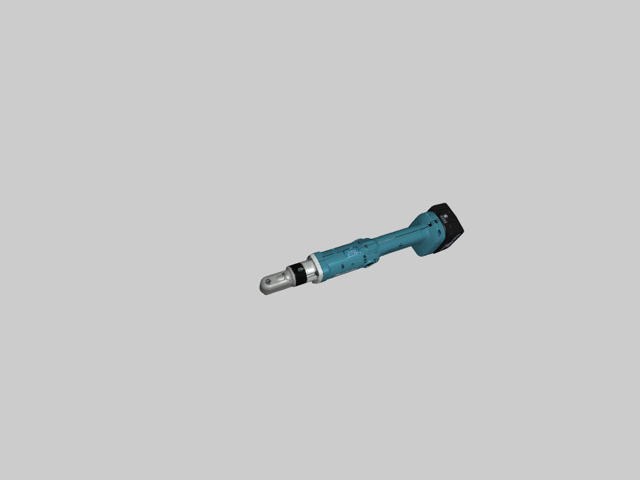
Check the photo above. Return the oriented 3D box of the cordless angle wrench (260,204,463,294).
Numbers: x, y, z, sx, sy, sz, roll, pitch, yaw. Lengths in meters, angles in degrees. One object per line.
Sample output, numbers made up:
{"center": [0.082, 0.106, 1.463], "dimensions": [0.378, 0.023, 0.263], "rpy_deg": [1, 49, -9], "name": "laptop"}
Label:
{"center": [0.083, 0.026, 0.819], "dimensions": [0.422, 0.074, 0.098], "rpy_deg": [-17, -24, -22], "name": "cordless angle wrench"}
